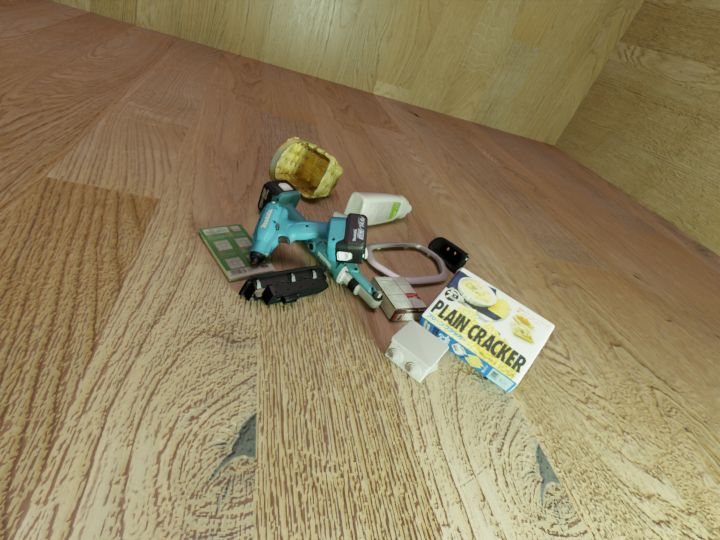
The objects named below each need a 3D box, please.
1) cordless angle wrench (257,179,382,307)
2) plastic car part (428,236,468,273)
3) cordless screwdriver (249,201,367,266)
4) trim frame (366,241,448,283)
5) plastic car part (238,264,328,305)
[{"bbox_3d":[-0.098,-0.064,1.004,0.071,0.097,0.444,-14,49,-43],"label":"cordless angle wrench"},{"bbox_3d":[0.256,-0.048,1.190,0.067,0.066,0.123,11,27,-44],"label":"plastic car part"},{"bbox_3d":[-0.112,-0.063,0.914,0.253,0.072,0.162,8,56,8],"label":"cordless screwdriver"},{"bbox_3d":[0.121,-0.025,1.109,0.238,0.027,0.194,-6,41,-32],"label":"trim frame"},{"bbox_3d":[-0.139,0.030,0.856,0.195,0.066,0.070,-16,57,-43],"label":"plastic car part"}]
